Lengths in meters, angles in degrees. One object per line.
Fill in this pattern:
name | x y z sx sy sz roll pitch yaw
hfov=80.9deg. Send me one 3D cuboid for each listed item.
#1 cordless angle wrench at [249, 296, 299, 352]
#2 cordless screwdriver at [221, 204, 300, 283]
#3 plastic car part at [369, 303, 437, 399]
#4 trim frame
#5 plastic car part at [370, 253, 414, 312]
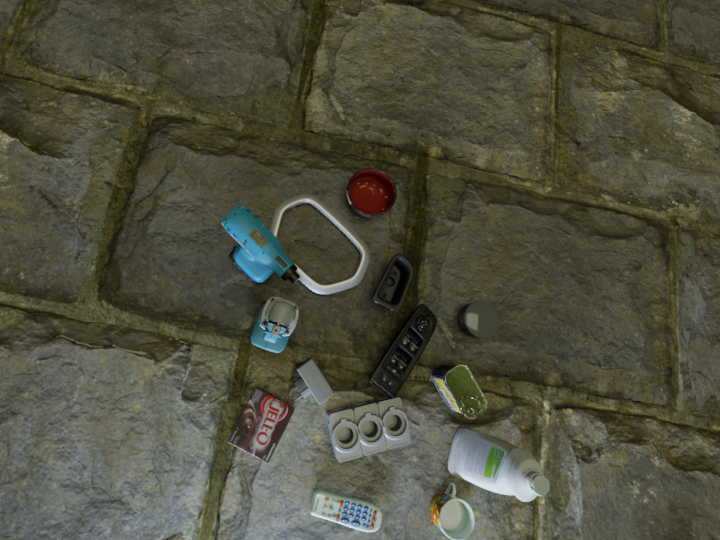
cordless angle wrench | -0.138 0.084 0.694 0.073 0.425 0.098 20 76 -9
cordless screwdriver | -0.184 -0.023 0.804 0.160 0.250 0.074 46 74 0
plastic car part | 0.091 0.165 0.891 0.066 0.067 0.202 37 75 -1
trim frame | -0.092 -0.060 0.940 0.250 0.027 0.183 42 75 3
plastic car part | 0.069 0.028 0.919 0.066 0.071 0.117 26 75 -5
